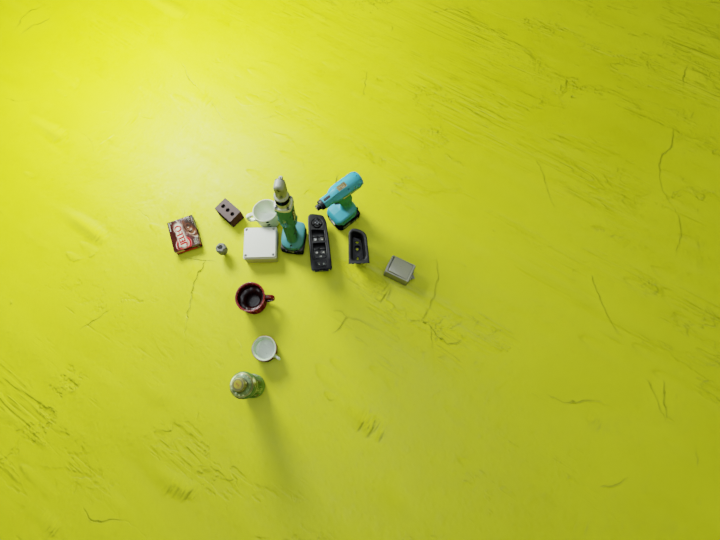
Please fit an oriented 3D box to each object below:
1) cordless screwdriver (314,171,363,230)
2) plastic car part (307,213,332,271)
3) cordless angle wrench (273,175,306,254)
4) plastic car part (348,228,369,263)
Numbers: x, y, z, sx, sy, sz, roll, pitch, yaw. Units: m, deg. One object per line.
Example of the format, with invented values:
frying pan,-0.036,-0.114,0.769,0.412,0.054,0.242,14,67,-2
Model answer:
cordless screwdriver,-0.070,-0.199,1.319,0.158,0.244,0.076,-38,79,-12
plastic car part,-0.135,-0.088,1.378,0.066,0.066,0.207,-7,71,-2
cordless angle wrench,-0.209,-0.151,1.219,0.075,0.415,0.099,8,74,-1
plastic car part,-0.009,-0.071,1.365,0.066,0.069,0.119,-2,72,-1
